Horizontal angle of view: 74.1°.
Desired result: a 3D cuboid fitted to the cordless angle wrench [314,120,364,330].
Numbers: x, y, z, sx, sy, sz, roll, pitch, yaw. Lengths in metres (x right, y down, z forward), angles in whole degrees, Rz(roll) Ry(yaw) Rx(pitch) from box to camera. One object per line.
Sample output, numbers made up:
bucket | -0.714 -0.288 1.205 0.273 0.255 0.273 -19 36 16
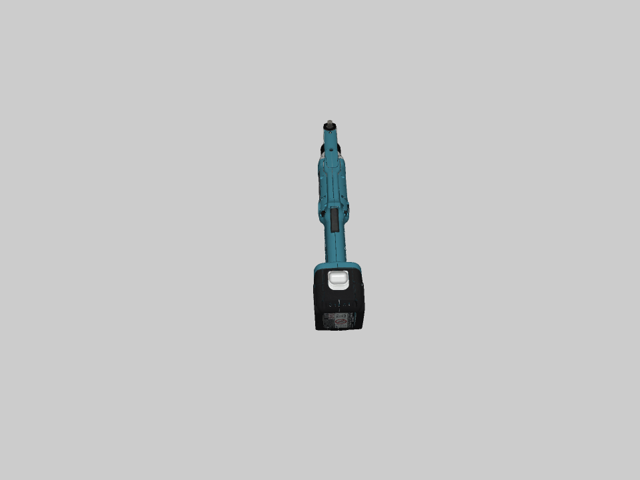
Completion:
cordless angle wrench | 0.023 -0.054 0.741 0.074 0.421 0.098 -2 -35 0
